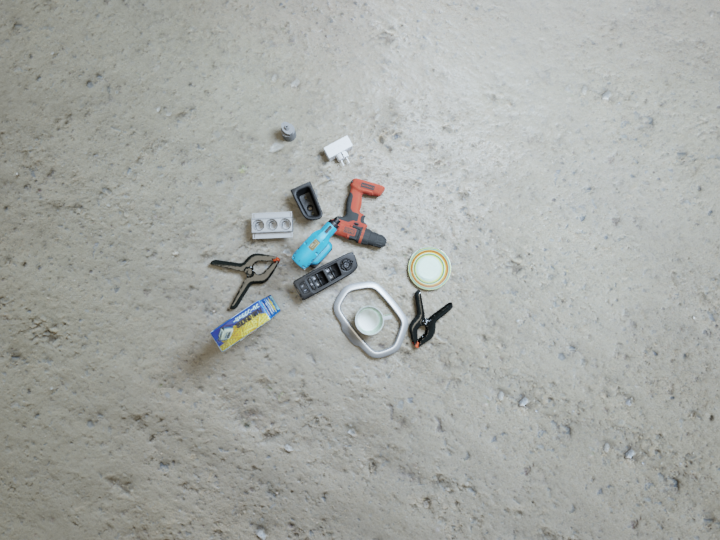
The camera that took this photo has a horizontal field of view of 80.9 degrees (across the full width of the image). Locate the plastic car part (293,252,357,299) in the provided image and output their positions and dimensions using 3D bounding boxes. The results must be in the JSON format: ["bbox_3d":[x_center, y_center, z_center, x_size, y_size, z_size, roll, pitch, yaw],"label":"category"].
[{"bbox_3d":[-0.101,0.014,1.283,0.203,0.067,0.066,-29,90,0],"label":"plastic car part"}]

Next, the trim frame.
[{"bbox_3d":[0.030,0.148,1.292,0.184,0.027,0.250,-40,87,0],"label":"trim frame"}]

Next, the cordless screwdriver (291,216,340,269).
[{"bbox_3d":[-0.117,-0.077,1.198,0.074,0.249,0.159,42,89,-3],"label":"cordless screwdriver"}]

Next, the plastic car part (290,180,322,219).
[{"bbox_3d":[-0.159,-0.202,1.294,0.066,0.071,0.117,-24,88,-1],"label":"plastic car part"}]
